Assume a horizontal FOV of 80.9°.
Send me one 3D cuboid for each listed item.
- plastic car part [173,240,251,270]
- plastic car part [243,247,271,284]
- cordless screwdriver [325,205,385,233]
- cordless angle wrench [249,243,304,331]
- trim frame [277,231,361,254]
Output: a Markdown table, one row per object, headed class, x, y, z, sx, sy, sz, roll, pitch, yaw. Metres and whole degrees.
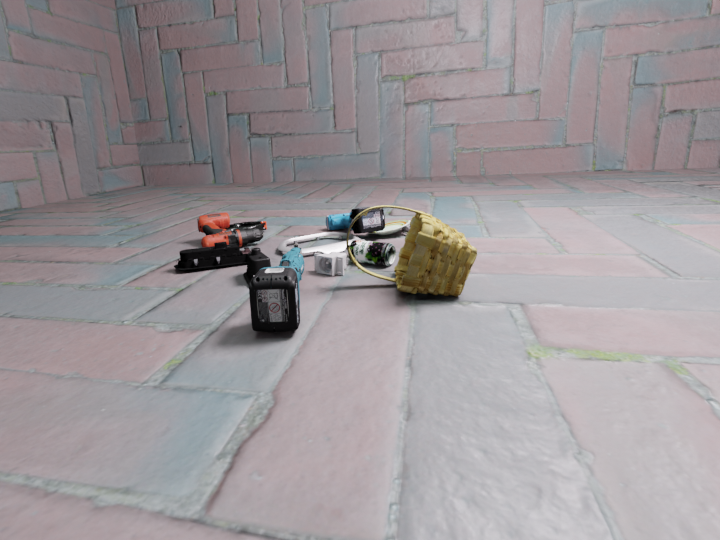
| class | x | y | z | sx | sy | sz | roll | pitch | yaw |
| --- | --- | --- | --- | --- | --- | --- | --- | --- | --- |
| plastic car part | -0.369 | -0.036 | 1.069 | 0.198 | 0.065 | 0.069 | -12 | 25 | -17 |
| plastic car part | -0.232 | -0.014 | 0.953 | 0.064 | 0.069 | 0.122 | -8 | 20 | -24 |
| cordless screwdriver | 0.003 | -0.161 | 1.337 | 0.155 | 0.074 | 0.258 | -10 | 9 | -22 |
| cordless angle wrench | -0.148 | 0.008 | 0.859 | 0.074 | 0.096 | 0.428 | -3 | 13 | -3 |
| trim frame | -0.118 | -0.077 | 1.204 | 0.240 | 0.027 | 0.194 | -12 | 18 | -30 |
